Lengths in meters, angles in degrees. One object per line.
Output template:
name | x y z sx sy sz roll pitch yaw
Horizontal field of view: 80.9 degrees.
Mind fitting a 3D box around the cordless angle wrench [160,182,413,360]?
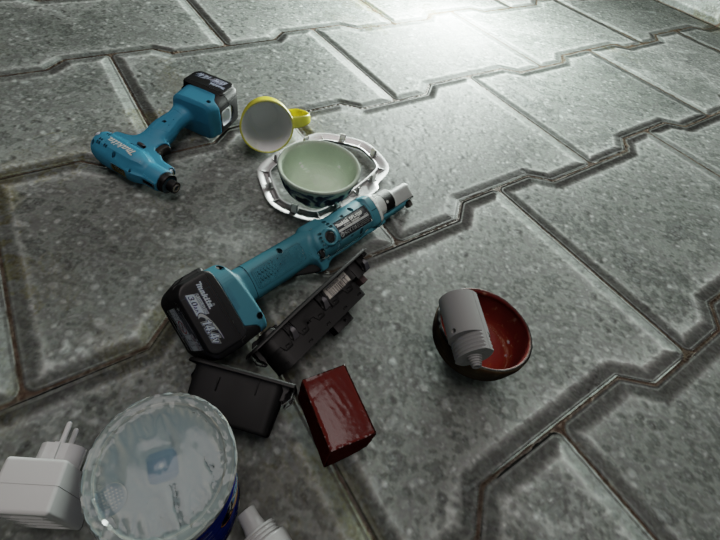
cordless angle wrench | -0.056 -0.037 0.574 0.414 0.077 0.097 -36 100 -37

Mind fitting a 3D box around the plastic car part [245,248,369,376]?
plastic car part | -0.054 0.055 0.515 0.199 0.068 0.067 -38 93 -34

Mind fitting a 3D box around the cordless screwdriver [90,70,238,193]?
cordless screwdriver | -0.294 -0.228 0.701 0.164 0.073 0.247 28 56 13

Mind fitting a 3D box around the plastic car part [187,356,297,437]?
plastic car part | -0.129 0.138 0.436 0.117 0.064 0.072 11 64 3

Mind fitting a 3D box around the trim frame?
trim frame | -0.059 -0.168 0.717 0.191 0.027 0.244 36 53 18
